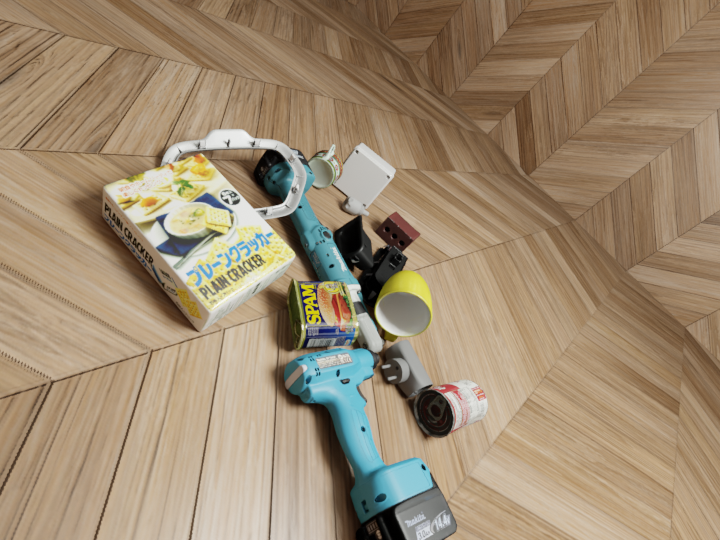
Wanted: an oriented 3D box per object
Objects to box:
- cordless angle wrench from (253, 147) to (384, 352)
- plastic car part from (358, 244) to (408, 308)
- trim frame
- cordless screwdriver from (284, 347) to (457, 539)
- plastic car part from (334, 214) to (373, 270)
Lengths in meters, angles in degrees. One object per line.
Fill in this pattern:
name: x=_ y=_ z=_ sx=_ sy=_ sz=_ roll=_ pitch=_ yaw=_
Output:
cordless angle wrench: x=-0.073 y=-0.048 z=0.745 sx=0.093 sy=0.075 sz=0.440 roll=0 pitch=52 yaw=-44
plastic car part: x=0.051 y=0.004 z=0.812 sx=0.066 sy=0.068 sz=0.201 roll=46 pitch=36 yaw=-6
trim frame: x=-0.208 y=-0.163 z=0.713 sx=0.241 sy=0.027 sz=0.190 roll=-9 pitch=64 yaw=-21
cordless screwdriver: x=0.019 y=0.208 z=0.530 sx=0.151 sy=0.074 sz=0.260 roll=0 pitch=46 yaw=-44
plastic car part: x=-0.004 y=-0.040 z=0.806 sx=0.067 sy=0.067 sz=0.121 roll=44 pitch=22 yaw=-32
